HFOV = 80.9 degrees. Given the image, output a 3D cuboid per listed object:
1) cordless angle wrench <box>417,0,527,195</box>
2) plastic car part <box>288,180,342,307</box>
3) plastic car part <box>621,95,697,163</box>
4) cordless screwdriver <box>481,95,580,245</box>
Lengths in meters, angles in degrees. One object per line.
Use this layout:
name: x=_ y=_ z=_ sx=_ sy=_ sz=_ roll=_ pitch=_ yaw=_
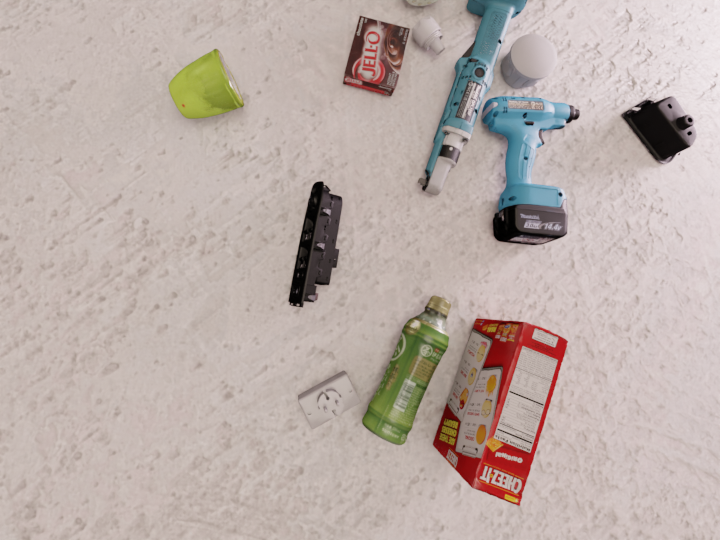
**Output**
cordless angle wrench: x=0.188 y=-0.323 z=0.713 sx=0.098 sy=0.074 sz=0.424 roll=20 pitch=84 yaw=-3
plastic car part: x=-0.065 y=-0.042 z=0.663 sx=0.065 sy=0.067 sz=0.204 roll=8 pitch=82 yaw=-15
plastic car part: x=0.525 y=-0.248 z=0.721 sx=0.065 sy=0.070 sz=0.118 roll=-32 pitch=84 yaw=-7
cordless screwdriver: x=0.293 y=-0.169 z=0.697 sx=0.158 sy=0.074 sz=0.252 roll=0 pitch=79 yaw=-5
